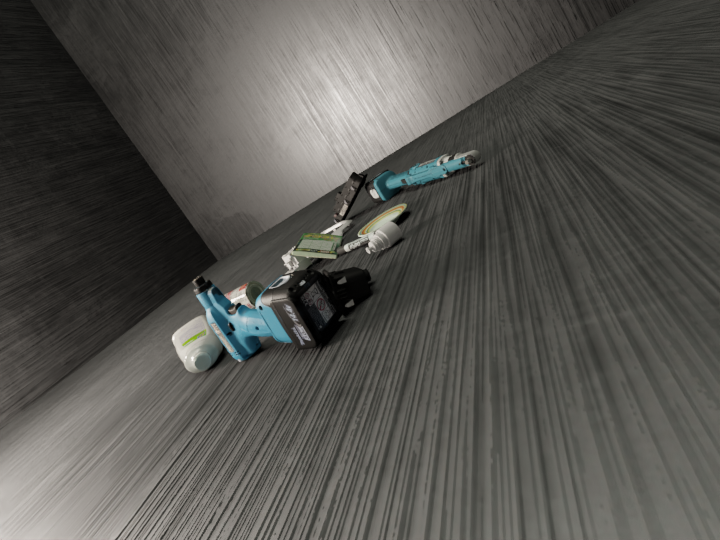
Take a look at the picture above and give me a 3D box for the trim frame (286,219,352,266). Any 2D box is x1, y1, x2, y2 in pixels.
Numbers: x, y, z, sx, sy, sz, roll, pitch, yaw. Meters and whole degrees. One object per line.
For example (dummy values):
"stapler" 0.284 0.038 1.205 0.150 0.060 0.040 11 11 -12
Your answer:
"trim frame" -0.122 -0.080 1.251 0.244 0.027 0.190 -40 15 -30

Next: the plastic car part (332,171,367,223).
"plastic car part" -0.039 -0.235 1.340 0.065 0.068 0.203 -41 -11 -52

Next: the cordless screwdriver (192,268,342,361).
"cordless screwdriver" -0.158 0.055 0.646 0.257 0.156 0.073 -19 17 42

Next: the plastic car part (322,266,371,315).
"plastic car part" -0.017 0.019 0.667 0.070 0.065 0.118 -19 9 -5

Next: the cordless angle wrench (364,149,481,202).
"cordless angle wrench" 0.160 -0.261 1.147 0.097 0.072 0.439 -39 18 -23
